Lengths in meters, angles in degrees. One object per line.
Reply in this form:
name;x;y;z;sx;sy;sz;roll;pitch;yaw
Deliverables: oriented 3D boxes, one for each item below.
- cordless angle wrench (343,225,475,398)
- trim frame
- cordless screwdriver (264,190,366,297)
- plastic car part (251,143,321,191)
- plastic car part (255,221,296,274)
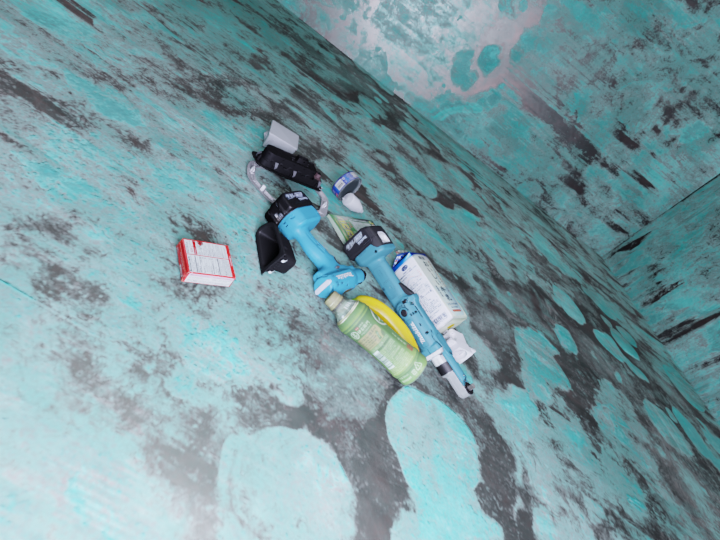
cordless angle wrench;0.111;0.088;0.949;0.071;0.099;0.437;-6;58;-52
trim frame;-0.177;-0.212;1.070;0.236;0.028;0.193;7;43;-40
cordless screwdriver;-0.091;-0.059;0.926;0.153;0.075;0.256;-13;63;-54
plastic car part;-0.175;-0.263;1.064;0.193;0.068;0.069;13;49;-34
plastic car part;-0.162;-0.040;0.842;0.067;0.067;0.122;35;24;-41
